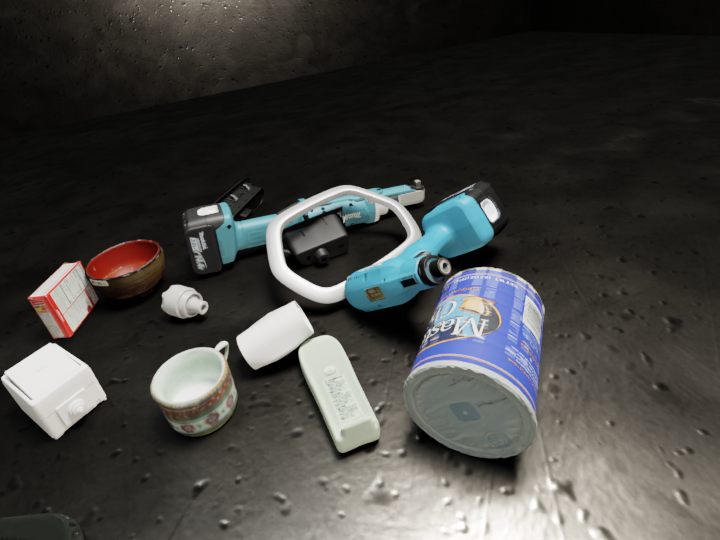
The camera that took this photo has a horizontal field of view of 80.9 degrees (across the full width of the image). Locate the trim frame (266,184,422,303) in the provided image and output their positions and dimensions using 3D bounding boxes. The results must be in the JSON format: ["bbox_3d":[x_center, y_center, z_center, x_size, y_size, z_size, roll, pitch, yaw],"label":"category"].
[{"bbox_3d":[-0.022,-0.045,0.615,0.243,0.027,0.192,-32,62,-32],"label":"trim frame"}]

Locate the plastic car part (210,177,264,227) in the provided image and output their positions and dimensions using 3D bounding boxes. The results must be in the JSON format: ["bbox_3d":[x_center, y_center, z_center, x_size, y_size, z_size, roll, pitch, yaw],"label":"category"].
[{"bbox_3d":[-0.240,-0.123,0.824,0.068,0.064,0.206,7,35,6],"label":"plastic car part"}]

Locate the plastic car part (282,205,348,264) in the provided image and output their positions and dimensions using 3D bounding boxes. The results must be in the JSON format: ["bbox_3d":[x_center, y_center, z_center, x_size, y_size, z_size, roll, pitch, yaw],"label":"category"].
[{"bbox_3d":[-0.065,-0.043,0.665,0.114,0.063,0.075,-24,49,-18],"label":"plastic car part"}]

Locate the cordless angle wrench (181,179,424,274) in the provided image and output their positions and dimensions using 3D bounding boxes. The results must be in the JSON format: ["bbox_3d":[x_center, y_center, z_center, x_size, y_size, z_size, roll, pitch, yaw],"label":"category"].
[{"bbox_3d":[-0.080,-0.091,0.721,0.415,0.095,0.078,-14,32,-15],"label":"cordless angle wrench"}]

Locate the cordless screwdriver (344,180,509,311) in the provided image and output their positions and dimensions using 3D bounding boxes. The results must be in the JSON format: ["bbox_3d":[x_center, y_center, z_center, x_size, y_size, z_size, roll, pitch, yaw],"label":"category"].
[{"bbox_3d":[0.105,-0.036,0.536,0.244,0.074,0.164,-36,8,-34],"label":"cordless screwdriver"}]
